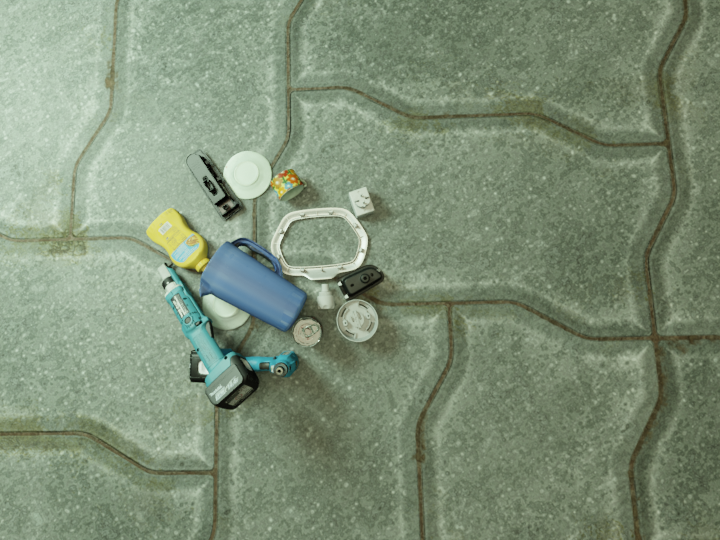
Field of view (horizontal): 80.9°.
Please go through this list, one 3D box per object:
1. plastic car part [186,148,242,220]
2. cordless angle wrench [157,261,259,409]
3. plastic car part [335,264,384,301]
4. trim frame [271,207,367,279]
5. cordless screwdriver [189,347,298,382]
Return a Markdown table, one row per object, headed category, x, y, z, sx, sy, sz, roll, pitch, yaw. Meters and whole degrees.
| category | x | y | z | sx | sy | sz | roll | pitch | yaw |
| --- | --- | --- | --- | --- | --- | --- | --- | --- | --- |
| plastic car part | -0.394 | -0.228 | 1.098 | 0.067 | 0.065 | 0.207 | -37 | 80 | 11 |
| cordless angle wrench | -0.380 | 0.123 | 0.974 | 0.098 | 0.071 | 0.445 | -42 | 58 | -5 |
| plastic car part | 0.003 | 0.024 | 1.042 | 0.117 | 0.070 | 0.066 | -28 | 87 | 1 |
| trim frame | -0.106 | -0.069 | 1.081 | 0.248 | 0.027 | 0.185 | -4 | 83 | 0 |
| cordless screwdriver | -0.274 | 0.222 | 0.984 | 0.250 | 0.157 | 0.075 | -1 | 85 | 3 |
